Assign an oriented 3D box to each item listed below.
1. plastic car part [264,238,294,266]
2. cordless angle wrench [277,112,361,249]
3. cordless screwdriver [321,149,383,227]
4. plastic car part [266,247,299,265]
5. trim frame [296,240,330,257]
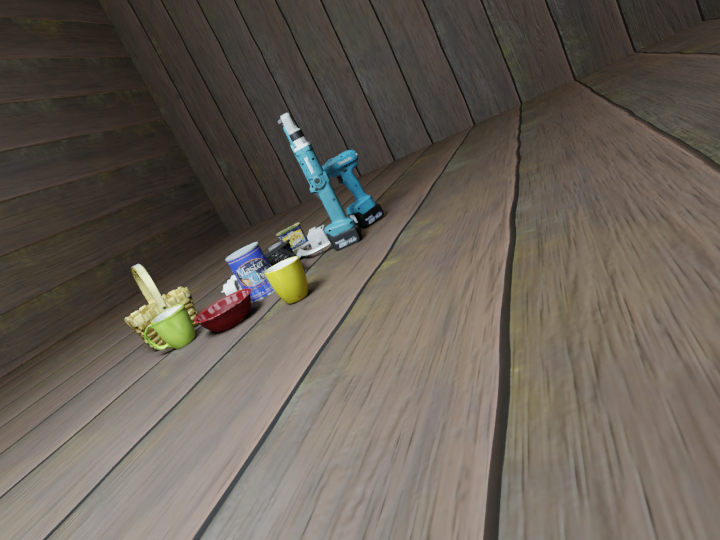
[{"bbox_3d":[-0.268,-0.049,1.426,0.114,0.069,0.068,-34,15,-24],"label":"plastic car part"},{"bbox_3d":[-0.124,-0.265,1.243,0.099,0.415,0.074,-24,11,14],"label":"cordless angle wrench"},{"bbox_3d":[-0.039,-0.252,1.376,0.156,0.244,0.077,-32,12,-22],"label":"cordless screwdriver"},{"bbox_3d":[-0.229,-0.020,1.282,0.065,0.065,0.210,-31,16,-18],"label":"plastic car part"},{"bbox_3d":[-0.140,-0.092,1.432,0.182,0.027,0.257,-31,16,-12],"label":"trim frame"}]
